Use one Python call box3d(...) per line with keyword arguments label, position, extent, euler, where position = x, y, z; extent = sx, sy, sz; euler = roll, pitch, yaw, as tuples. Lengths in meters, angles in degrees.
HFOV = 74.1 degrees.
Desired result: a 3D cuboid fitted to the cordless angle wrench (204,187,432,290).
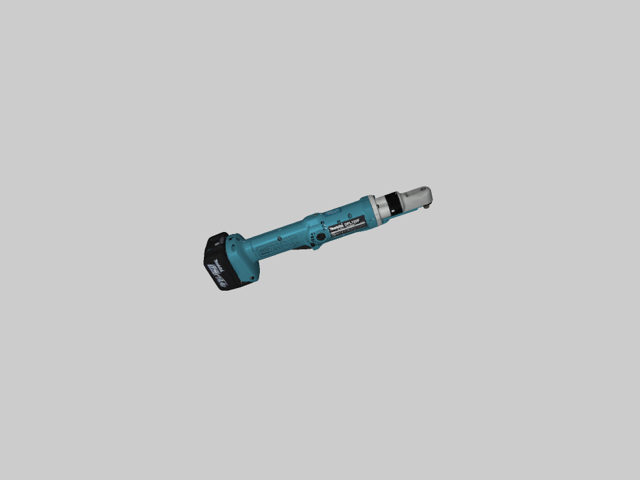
box3d(label="cordless angle wrench", position=(-0.003, -0.018, 0.776), extent=(0.423, 0.098, 0.074), euler=(-19, 35, 6))
